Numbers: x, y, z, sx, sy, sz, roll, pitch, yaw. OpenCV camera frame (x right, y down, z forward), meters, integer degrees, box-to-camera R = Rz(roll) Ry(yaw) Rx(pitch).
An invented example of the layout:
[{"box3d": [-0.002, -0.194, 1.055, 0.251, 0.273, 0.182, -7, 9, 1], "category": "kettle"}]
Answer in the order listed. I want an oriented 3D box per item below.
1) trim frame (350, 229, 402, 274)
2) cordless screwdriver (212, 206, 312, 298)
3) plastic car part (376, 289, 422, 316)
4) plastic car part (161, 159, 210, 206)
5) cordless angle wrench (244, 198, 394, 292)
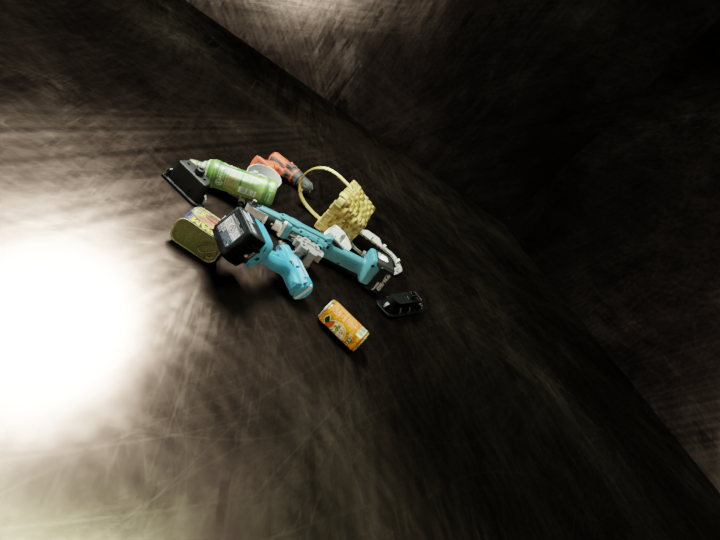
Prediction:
[{"box3d": [0.039, -0.073, 1.369, 0.243, 0.027, 0.188, 31, 25, -11], "category": "trim frame"}, {"box3d": [-0.198, -0.046, 0.878, 0.235, 0.075, 0.167, 42, 13, -53], "category": "cordless screwdriver"}, {"box3d": [0.119, 0.088, 1.169, 0.194, 0.068, 0.069, -4, 57, -52], "category": "plastic car part"}, {"box3d": [-0.385, -0.210, 0.969, 0.119, 0.071, 0.064, 41, 26, 11], "category": "plastic car part"}, {"box3d": [-0.108, -0.071, 1.103, 0.410, 0.098, 0.076, 26, 28, -16], "category": "cordless angle wrench"}]
